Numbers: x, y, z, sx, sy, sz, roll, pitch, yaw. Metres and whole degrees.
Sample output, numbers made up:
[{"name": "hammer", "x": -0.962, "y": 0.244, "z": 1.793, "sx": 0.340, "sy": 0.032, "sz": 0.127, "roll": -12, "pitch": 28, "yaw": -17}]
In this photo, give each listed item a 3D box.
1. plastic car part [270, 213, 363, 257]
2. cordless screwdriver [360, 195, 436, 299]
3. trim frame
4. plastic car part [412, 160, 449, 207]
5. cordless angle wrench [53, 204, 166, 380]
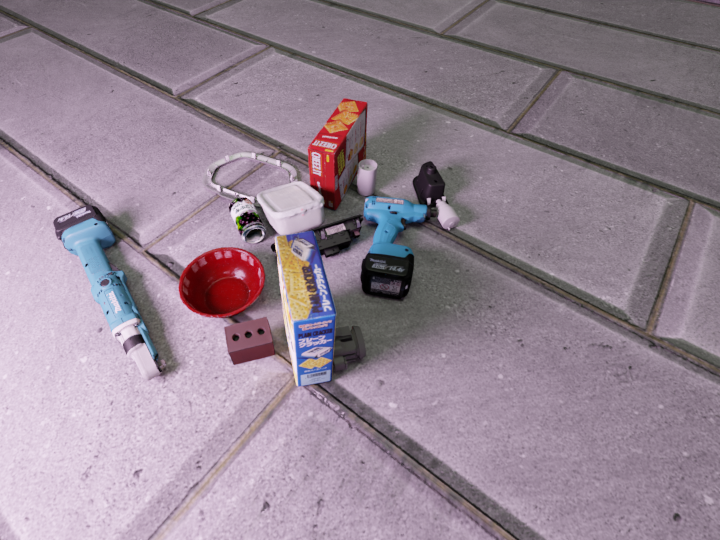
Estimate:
[{"name": "plastic car part", "x": -0.086, "y": -0.057, "z": 0.884, "sx": 0.200, "sy": 0.066, "sz": 0.068, "roll": -14, "pitch": 79, "yaw": -12}, {"name": "cordless screwdriver", "x": 0.081, "y": -0.060, "z": 0.872, "sx": 0.161, "sy": 0.072, "sz": 0.255, "roll": 4, "pitch": 47, "yaw": 3}, {"name": "trim frame", "x": -0.272, "y": -0.229, "z": 1.044, "sx": 0.256, "sy": 0.027, "sz": 0.184, "roll": 20, "pitch": 55, "yaw": 15}, {"name": "plastic car part", "x": 0.164, "y": -0.211, "z": 0.993, "sx": 0.065, "sy": 0.069, "sz": 0.121, "roll": -7, "pitch": 54, "yaw": -9}, {"name": "cordless angle wrench", "x": -0.477, "y": 0.036, "z": 0.809, "sx": 0.096, "sy": 0.072, "sz": 0.444, "roll": -30, "pitch": 58, "yaw": -22}]
